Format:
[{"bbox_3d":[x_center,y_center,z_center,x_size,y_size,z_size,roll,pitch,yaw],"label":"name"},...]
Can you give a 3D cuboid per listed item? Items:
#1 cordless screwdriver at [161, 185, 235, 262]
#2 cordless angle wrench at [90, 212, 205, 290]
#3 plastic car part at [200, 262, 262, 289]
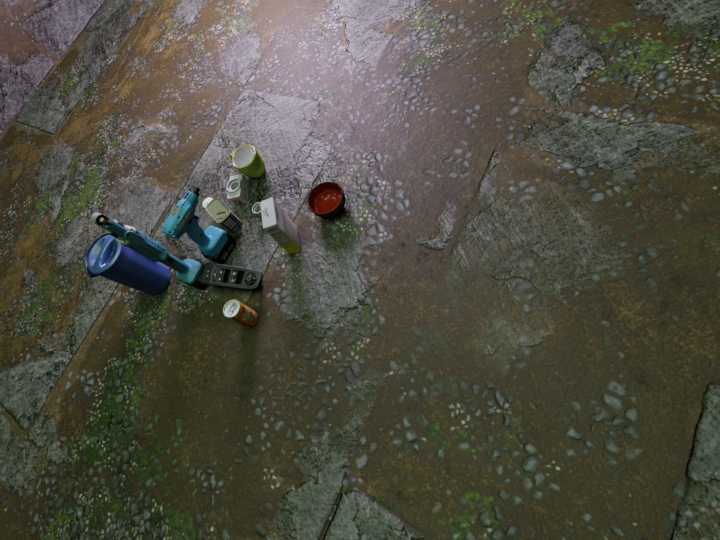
[{"bbox_3d":[-0.470,-0.131,1.271,0.078,0.236,0.159,19,75,26],"label":"cordless screwdriver"},{"bbox_3d":[-0.575,-0.053,1.181,0.102,0.402,0.074,18,74,25],"label":"cordless angle wrench"},{"bbox_3d":[-0.376,0.025,1.261,0.211,0.064,0.067,5,69,24],"label":"plastic car part"}]
